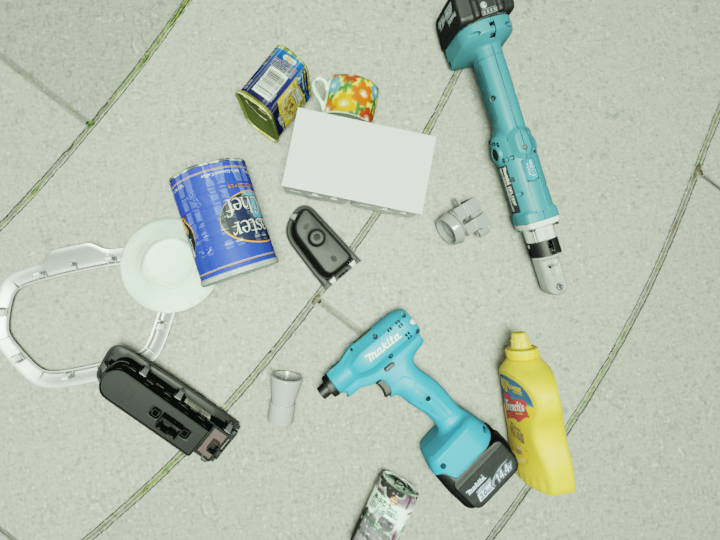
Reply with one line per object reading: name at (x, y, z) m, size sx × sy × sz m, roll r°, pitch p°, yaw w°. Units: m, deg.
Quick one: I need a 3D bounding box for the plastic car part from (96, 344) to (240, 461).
plastic car part at (-0.256, 0.179, 0.543) m, size 0.201 × 0.068 × 0.066 m, roll 40°, pitch 94°, yaw -5°

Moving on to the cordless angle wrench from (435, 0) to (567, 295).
cordless angle wrench at (0.209, -0.168, 0.581) m, size 0.074 × 0.098 × 0.422 m, roll -18°, pitch 91°, yaw -3°

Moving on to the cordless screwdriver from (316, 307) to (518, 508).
cordless screwdriver at (0.070, 0.193, 0.562) m, size 0.159 × 0.074 × 0.251 m, roll -39°, pitch 86°, yaw -4°

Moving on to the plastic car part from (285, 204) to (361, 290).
plastic car part at (-0.056, -0.036, 0.569) m, size 0.066 × 0.072 × 0.116 m, roll -40°, pitch 94°, yaw -6°

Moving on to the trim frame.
trim frame at (-0.373, 0.058, 0.572) m, size 0.248 × 0.027 × 0.185 m, roll -12°, pitch 87°, yaw -2°
